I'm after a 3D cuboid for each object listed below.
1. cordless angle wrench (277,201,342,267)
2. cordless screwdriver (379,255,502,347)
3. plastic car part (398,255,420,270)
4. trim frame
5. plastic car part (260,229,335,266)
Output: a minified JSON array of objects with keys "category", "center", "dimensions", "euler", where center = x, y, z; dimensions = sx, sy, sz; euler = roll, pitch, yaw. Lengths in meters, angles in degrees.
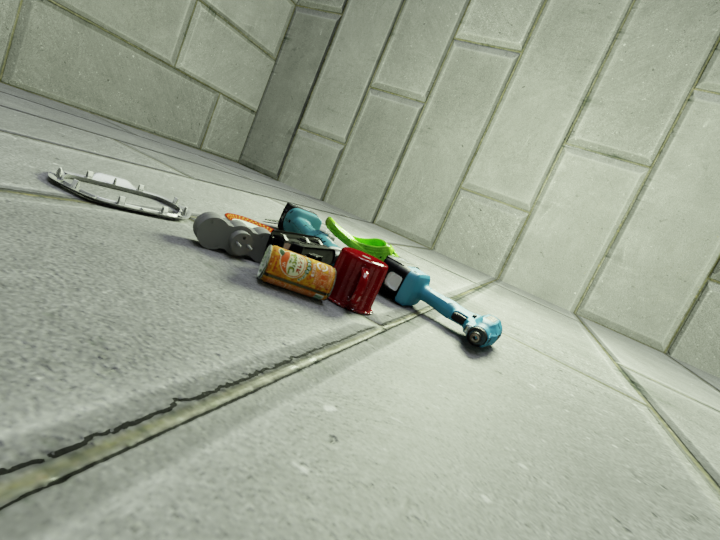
[{"category":"cordless angle wrench","center":[-0.093,-0.061,0.947],"dimensions":[0.094,0.074,0.444],"euler":[18,13,-28]},{"category":"cordless screwdriver","center":[0.139,0.061,0.797],"dimensions":[0.261,0.074,0.152],"euler":[32,12,26]},{"category":"plastic car part","center":[0.091,-0.002,1.085],"dimensions":[0.119,0.066,0.069],"euler":[28,-5,9]},{"category":"trim frame","center":[-0.418,-0.138,0.757],"dimensions":[0.195,0.027,0.235],"euler":[29,14,39]},{"category":"plastic car part","center":[-0.095,-0.029,0.736],"dimensions":[0.069,0.066,0.197],"euler":[12,5,15]}]
